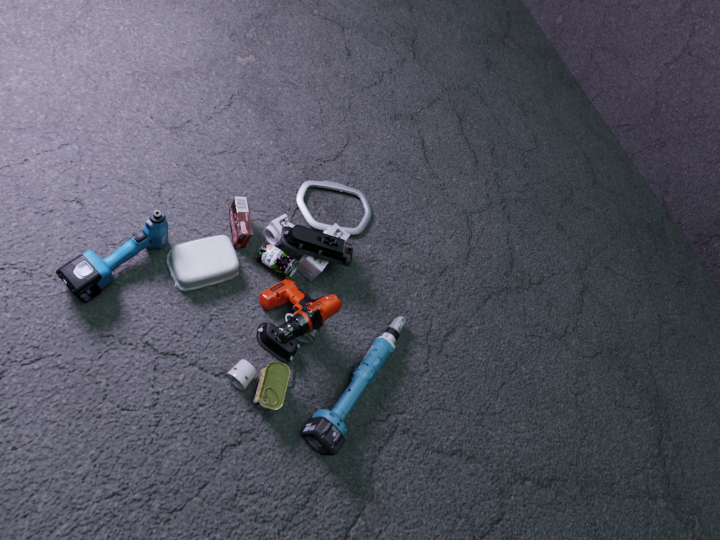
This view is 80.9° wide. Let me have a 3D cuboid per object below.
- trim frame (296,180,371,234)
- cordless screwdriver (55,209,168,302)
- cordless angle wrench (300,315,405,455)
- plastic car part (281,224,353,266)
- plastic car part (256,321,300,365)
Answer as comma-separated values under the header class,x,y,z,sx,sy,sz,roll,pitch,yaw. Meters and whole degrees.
class,x,y,z,sx,sy,sz,roll,pitch,yaw
trim frame,-0.078,-0.196,1.293,0.241,0.028,0.188,6,65,-19
cordless screwdriver,-0.538,-0.042,0.943,0.074,0.161,0.245,47,59,-2
cordless angle wrench,0.010,0.264,1.075,0.074,0.100,0.419,45,54,-6
plastic car part,-0.107,-0.070,1.092,0.198,0.068,0.067,15,69,-13
plastic car part,-0.199,0.170,1.039,0.115,0.072,0.066,37,57,-8
